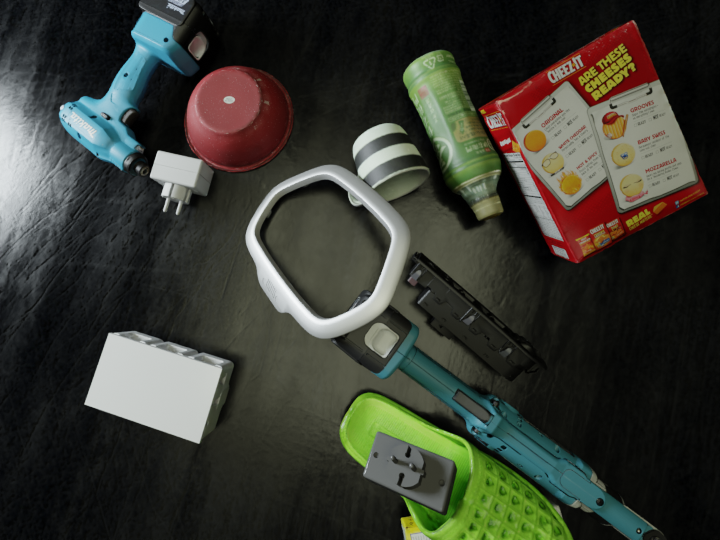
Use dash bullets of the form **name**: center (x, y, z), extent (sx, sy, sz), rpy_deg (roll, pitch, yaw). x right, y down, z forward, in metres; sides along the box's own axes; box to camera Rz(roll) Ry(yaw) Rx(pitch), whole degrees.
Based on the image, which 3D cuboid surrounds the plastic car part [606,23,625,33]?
- **plastic car part**: center (0.289, -0.250, 0.545), extent (0.117, 0.072, 0.065), rpy_deg (-43, 101, 9)

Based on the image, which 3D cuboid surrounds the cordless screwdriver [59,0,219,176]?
- **cordless screwdriver**: center (-0.292, -0.258, 0.589), extent (0.164, 0.072, 0.248), rpy_deg (37, 89, 15)

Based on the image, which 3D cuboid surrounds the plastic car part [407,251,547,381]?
- **plastic car part**: center (0.133, 0.062, 0.515), extent (0.207, 0.065, 0.067), rpy_deg (38, 95, 9)

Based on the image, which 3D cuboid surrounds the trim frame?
- **trim frame**: center (-0.050, -0.033, 0.512), extent (0.184, 0.026, 0.262), rpy_deg (-44, 56, 1)

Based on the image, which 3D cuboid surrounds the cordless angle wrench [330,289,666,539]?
- **cordless angle wrench**: center (0.156, 0.177, 0.488), extent (0.427, 0.097, 0.074), rpy_deg (36, 85, 4)
